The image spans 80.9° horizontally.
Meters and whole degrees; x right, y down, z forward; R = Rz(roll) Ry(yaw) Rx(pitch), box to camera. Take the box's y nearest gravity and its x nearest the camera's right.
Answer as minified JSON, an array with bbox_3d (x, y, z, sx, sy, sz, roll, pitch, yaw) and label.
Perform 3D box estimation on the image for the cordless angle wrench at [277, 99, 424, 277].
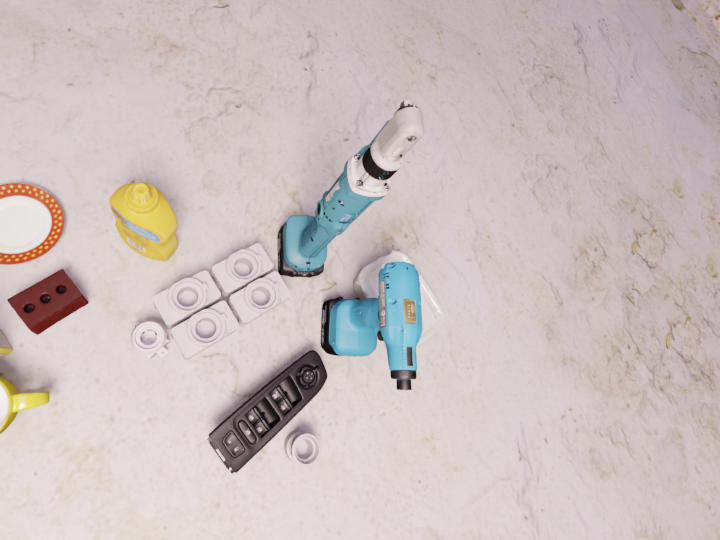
[{"bbox_3d":[-0.032,-0.083,0.577,0.072,0.429,0.100,3,74,-23],"label":"cordless angle wrench"}]

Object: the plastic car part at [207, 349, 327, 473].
[{"bbox_3d":[-0.133,0.204,0.640,0.200,0.068,0.067,-38,90,-27],"label":"plastic car part"}]

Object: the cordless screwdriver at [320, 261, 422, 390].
[{"bbox_3d":[0.013,0.095,0.627,0.072,0.252,0.162,7,71,-22],"label":"cordless screwdriver"}]
